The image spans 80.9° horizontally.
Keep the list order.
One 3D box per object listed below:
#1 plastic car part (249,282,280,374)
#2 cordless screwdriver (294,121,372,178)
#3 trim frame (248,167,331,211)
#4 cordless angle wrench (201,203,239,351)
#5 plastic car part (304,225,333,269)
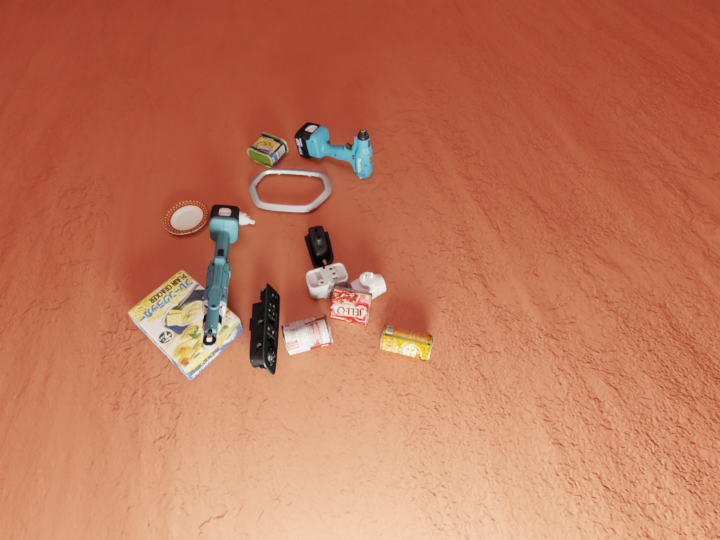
[{"bbox_3d":[-0.219,0.132,0.950,0.068,0.063,0.210,-14,54,5],"label":"plastic car part"},{"bbox_3d":[-0.076,-0.375,1.244,0.260,0.153,0.074,26,59,23],"label":"cordless screwdriver"},{"bbox_3d":[-0.207,-0.241,1.239,0.253,0.026,0.188,3,56,9],"label":"trim frame"},{"bbox_3d":[-0.331,0.005,0.985,0.073,0.096,0.440,3,43,-15],"label":"cordless angle wrench"},{"bbox_3d":[-0.105,-0.069,1.079,0.065,0.068,0.122,-14,52,-6],"label":"plastic car part"}]
